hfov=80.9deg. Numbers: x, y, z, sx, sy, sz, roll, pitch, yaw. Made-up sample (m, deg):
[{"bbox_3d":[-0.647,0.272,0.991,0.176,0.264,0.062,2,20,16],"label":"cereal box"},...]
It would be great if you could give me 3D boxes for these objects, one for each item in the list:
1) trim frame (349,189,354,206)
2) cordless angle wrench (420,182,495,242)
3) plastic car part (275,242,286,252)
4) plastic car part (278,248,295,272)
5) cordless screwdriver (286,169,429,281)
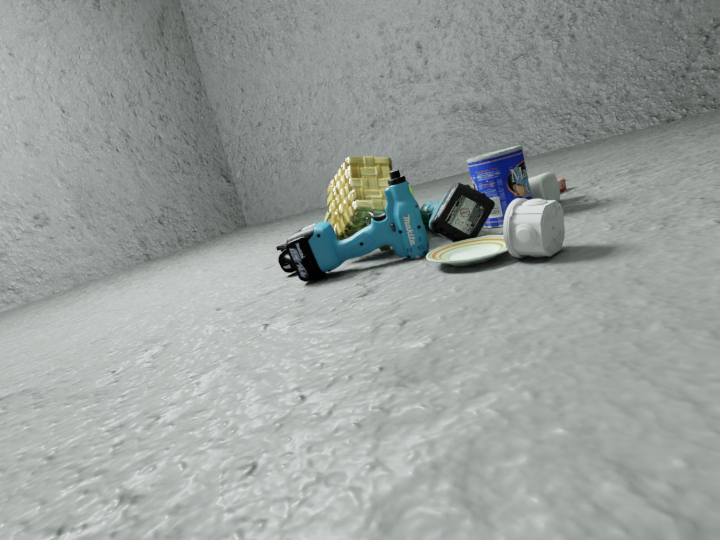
[{"bbox_3d":[0.045,-0.164,1.145,0.186,0.027,0.253,8,37,4],"label":"trim frame"},{"bbox_3d":[0.171,-0.123,0.918,0.074,0.098,0.425,28,6,-5],"label":"cordless angle wrench"},{"bbox_3d":[-0.101,-0.066,1.033,0.197,0.066,0.069,-27,8,-31],"label":"plastic car part"},{"bbox_3d":[-0.114,-0.027,0.922,0.075,0.064,0.113,11,28,36],"label":"plastic car part"},{"bbox_3d":[-0.014,-0.077,0.774,0.254,0.157,0.074,-14,11,15],"label":"cordless screwdriver"}]
